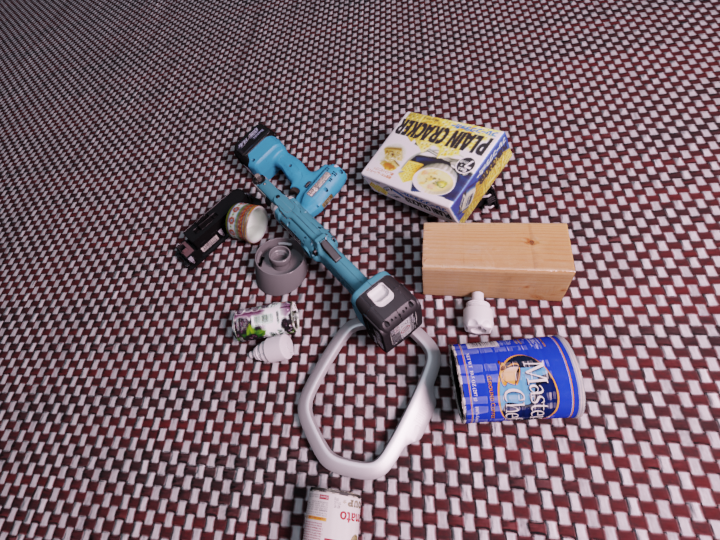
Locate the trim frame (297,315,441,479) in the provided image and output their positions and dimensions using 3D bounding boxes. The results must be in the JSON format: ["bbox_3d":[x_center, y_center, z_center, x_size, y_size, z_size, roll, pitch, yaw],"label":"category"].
[{"bbox_3d":[0.015,0.175,0.628,0.193,0.026,0.248,20,63,26],"label":"trim frame"}]

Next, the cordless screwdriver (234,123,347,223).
[{"bbox_3d":[-0.166,-0.193,0.882,0.261,0.071,0.159,36,81,26],"label":"cordless screwdriver"}]

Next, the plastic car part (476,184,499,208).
[{"bbox_3d":[0.190,-0.152,0.778,0.071,0.062,0.122,-34,53,7],"label":"plastic car part"}]

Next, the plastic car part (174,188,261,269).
[{"bbox_3d":[-0.295,-0.098,0.862,0.201,0.064,0.070,-44,53,-18],"label":"plastic car part"}]

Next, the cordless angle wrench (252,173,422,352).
[{"bbox_3d":[-0.071,-0.046,0.723,0.074,0.094,0.446,-37,56,-13],"label":"cordless angle wrench"}]
